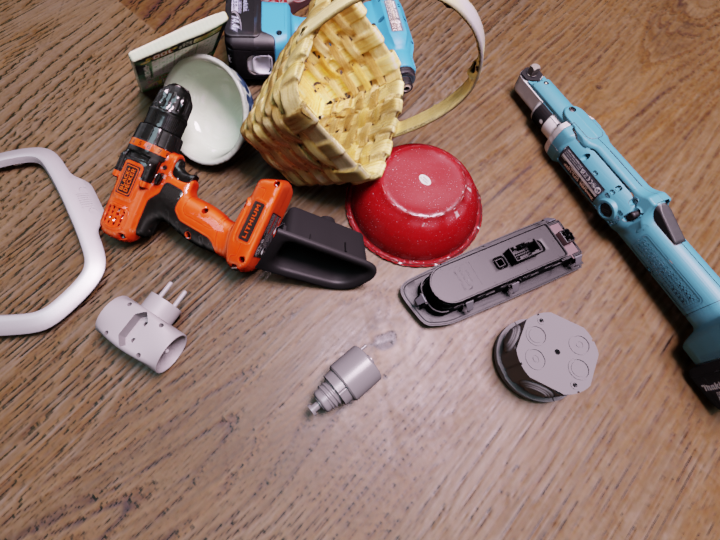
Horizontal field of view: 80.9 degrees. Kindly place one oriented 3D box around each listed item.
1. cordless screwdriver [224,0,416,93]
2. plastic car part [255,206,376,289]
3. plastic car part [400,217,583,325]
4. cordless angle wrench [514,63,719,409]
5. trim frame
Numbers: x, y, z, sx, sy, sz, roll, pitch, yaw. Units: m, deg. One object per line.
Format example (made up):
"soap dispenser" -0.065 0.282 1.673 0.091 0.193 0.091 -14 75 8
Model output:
"cordless screwdriver" -0.052 -0.296 0.563 0.246 0.073 0.164 -7 67 -7
"plastic car part" -0.044 -0.029 0.448 0.112 0.066 0.073 15 50 -23
"plastic car part" 0.143 -0.001 0.440 0.201 0.066 0.068 -23 78 -7
"cordless angle wrench" 0.291 -0.073 0.459 0.073 0.095 0.439 -19 64 -10
"trim frame" -0.387 -0.040 0.478 0.182 0.027 0.258 -33 68 -12
